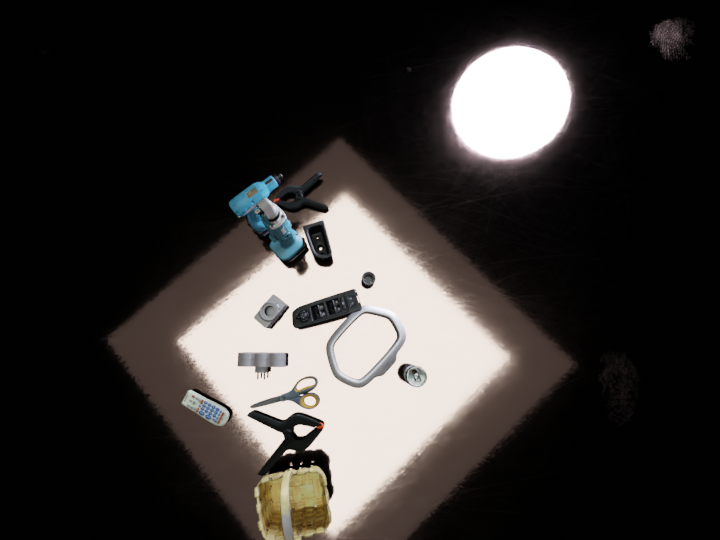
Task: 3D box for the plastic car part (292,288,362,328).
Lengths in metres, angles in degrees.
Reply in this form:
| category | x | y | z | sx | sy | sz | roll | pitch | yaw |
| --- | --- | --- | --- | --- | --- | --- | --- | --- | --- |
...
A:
| category | x | y | z | sx | sy | sz | roll | pitch | yaw |
| --- | --- | --- | --- | --- | --- | --- | --- | --- | --- |
| plastic car part | -0.101 | 0.114 | 1.220 | 0.203 | 0.066 | 0.068 | -17 | 78 | -1 |

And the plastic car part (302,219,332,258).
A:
| category | x | y | z | sx | sy | sz | roll | pitch | yaw |
| --- | --- | --- | --- | --- | --- | --- | --- | --- | --- |
| plastic car part | -0.124 | -0.081 | 1.267 | 0.066 | 0.070 | 0.119 | -17 | 77 | -3 |

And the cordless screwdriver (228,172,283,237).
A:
| category | x | y | z | sx | sy | sz | roll | pitch | yaw |
| --- | --- | --- | --- | --- | --- | --- | --- | --- | --- |
| cordless screwdriver | -0.275 | -0.187 | 1.213 | 0.158 | 0.245 | 0.076 | -38 | 82 | -7 |

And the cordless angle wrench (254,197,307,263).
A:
| category | x | y | z | sx | sy | sz | roll | pitch | yaw |
| --- | --- | --- | --- | --- | --- | --- | --- | --- | --- |
| cordless angle wrench | -0.210 | -0.106 | 1.101 | 0.097 | 0.416 | 0.076 | -42 | 83 | -8 |

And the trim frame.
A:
| category | x | y | z | sx | sy | sz | roll | pitch | yaw |
| --- | --- | --- | --- | --- | --- | --- | --- | --- | --- |
| trim frame | 0.015 | 0.215 | 1.208 | 0.188 | 0.027 | 0.248 | 41 | 82 | 12 |
